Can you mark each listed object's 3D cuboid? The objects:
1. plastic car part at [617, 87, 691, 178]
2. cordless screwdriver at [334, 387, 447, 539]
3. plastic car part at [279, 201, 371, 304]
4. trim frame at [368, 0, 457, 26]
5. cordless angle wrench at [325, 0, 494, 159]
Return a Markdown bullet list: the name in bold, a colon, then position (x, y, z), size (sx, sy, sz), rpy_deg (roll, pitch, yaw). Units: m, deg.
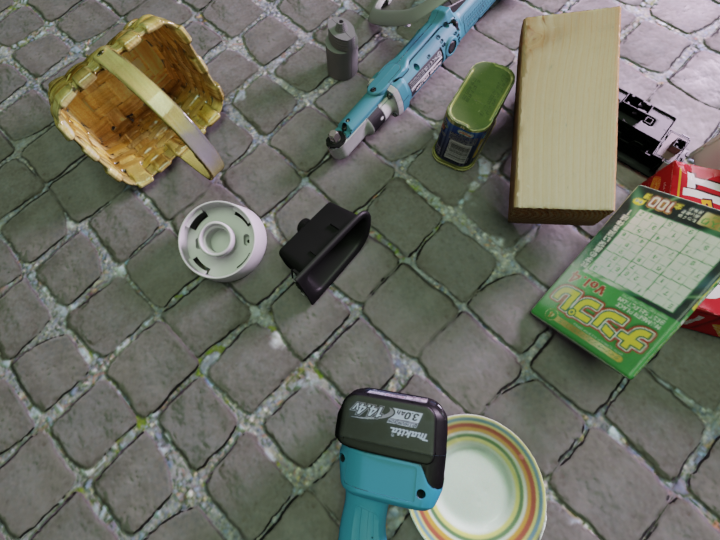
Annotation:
- **plastic car part**: position (0.300, -0.191, 0.516), size (0.210, 0.065, 0.066), rpy_deg (37, 85, 17)
- **cordless screwdriver**: position (0.034, 0.238, 0.363), size (0.164, 0.071, 0.250), rpy_deg (9, 79, 17)
- **plastic car part**: position (-0.048, -0.031, 0.491), size (0.074, 0.063, 0.116), rpy_deg (31, 72, 26)
- **trim frame**: position (0.098, -0.383, 0.543), size (0.185, 0.026, 0.260), rpy_deg (-45, 34, 9)
- **cordless angle wrench**: position (0.100, -0.305, 0.559), size (0.078, 0.093, 0.422), rpy_deg (36, 81, 29)
